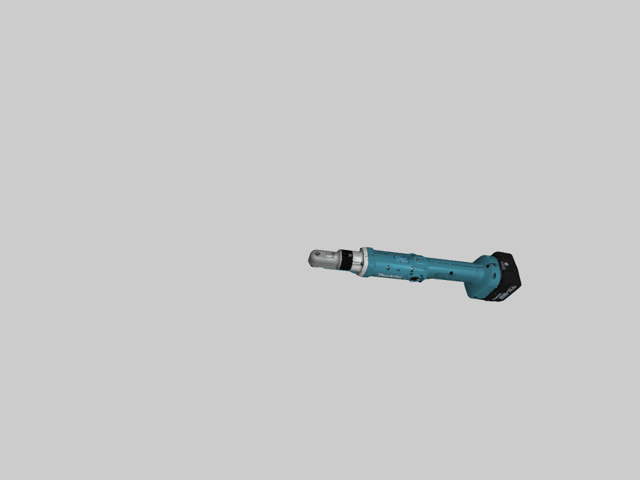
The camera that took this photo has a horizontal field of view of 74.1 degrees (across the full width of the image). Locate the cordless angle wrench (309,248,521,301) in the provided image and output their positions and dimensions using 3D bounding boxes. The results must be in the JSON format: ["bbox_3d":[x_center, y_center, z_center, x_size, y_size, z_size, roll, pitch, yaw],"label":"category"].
[{"bbox_3d":[0.186,0.056,0.850,0.423,0.074,0.098,7,-36,-10],"label":"cordless angle wrench"}]
